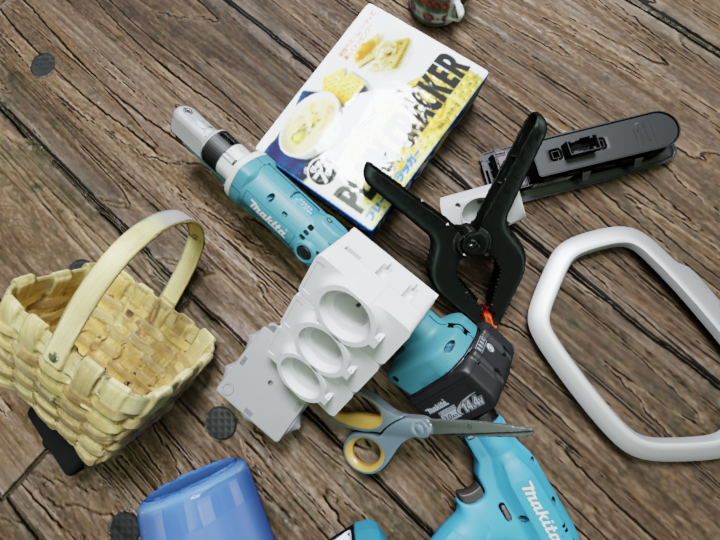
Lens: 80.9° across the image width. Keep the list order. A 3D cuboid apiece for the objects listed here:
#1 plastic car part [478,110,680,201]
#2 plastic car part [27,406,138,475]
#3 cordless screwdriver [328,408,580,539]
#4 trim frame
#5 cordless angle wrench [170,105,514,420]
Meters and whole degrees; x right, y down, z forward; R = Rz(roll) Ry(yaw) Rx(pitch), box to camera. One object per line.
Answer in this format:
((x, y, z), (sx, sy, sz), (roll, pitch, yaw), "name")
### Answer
((0.241, -0.129, 0.455), (0.203, 0.065, 0.068), (-13, 75, 1), "plastic car part")
((-0.318, 0.173, 0.465), (0.119, 0.064, 0.071), (40, 100, 12), "plastic car part")
((0.063, 0.246, 0.404), (0.248, 0.073, 0.162), (-28, 80, -4), "cordless screwdriver")
((0.289, 0.072, 0.432), (0.184, 0.027, 0.254), (-36, 77, 0), "trim frame")
((-0.042, -0.027, 0.430), (0.429, 0.098, 0.073), (43, 43, 7), "cordless angle wrench")
